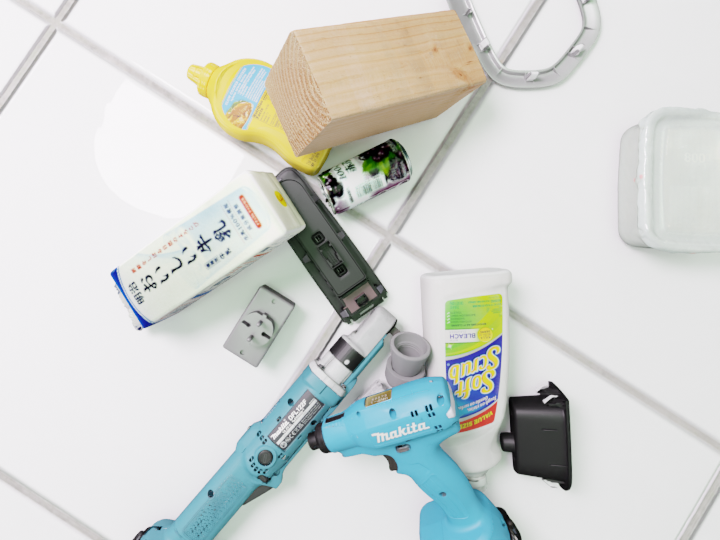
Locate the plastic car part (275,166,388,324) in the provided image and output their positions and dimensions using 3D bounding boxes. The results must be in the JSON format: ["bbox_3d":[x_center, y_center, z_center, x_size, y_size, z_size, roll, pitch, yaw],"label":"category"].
[{"bbox_3d":[-0.049,-0.032,0.499,0.066,0.066,0.204,-35,86,4],"label":"plastic car part"}]

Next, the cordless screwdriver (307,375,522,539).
[{"bbox_3d":[0.062,0.237,0.446,0.162,0.074,0.244,-25,101,17],"label":"cordless screwdriver"}]

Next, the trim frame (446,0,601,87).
[{"bbox_3d":[0.197,-0.348,0.529,0.184,0.027,0.248,-21,90,0],"label":"trim frame"}]

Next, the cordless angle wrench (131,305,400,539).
[{"bbox_3d":[-0.106,0.206,0.485,0.098,0.074,0.422,41,86,-1],"label":"cordless angle wrench"}]

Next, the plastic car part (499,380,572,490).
[{"bbox_3d":[0.202,0.196,0.495,0.072,0.065,0.116,1,92,12],"label":"plastic car part"}]
